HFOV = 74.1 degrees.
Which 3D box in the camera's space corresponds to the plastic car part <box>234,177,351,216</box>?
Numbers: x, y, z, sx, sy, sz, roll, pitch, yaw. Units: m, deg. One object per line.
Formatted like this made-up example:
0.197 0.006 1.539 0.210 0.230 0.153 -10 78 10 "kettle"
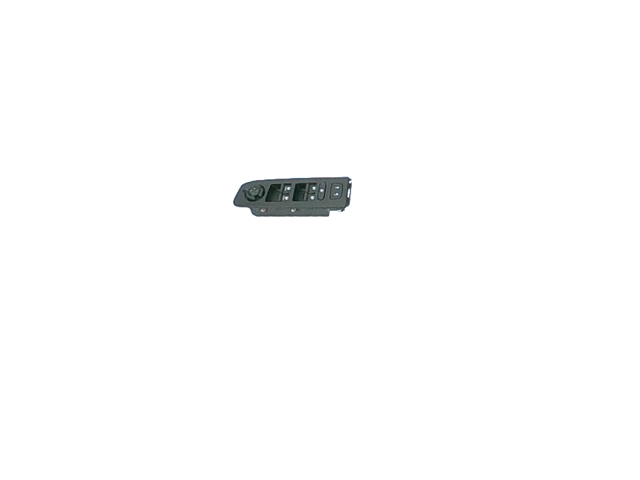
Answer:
-0.047 -0.072 0.741 0.203 0.066 0.067 3 -25 10 "plastic car part"
